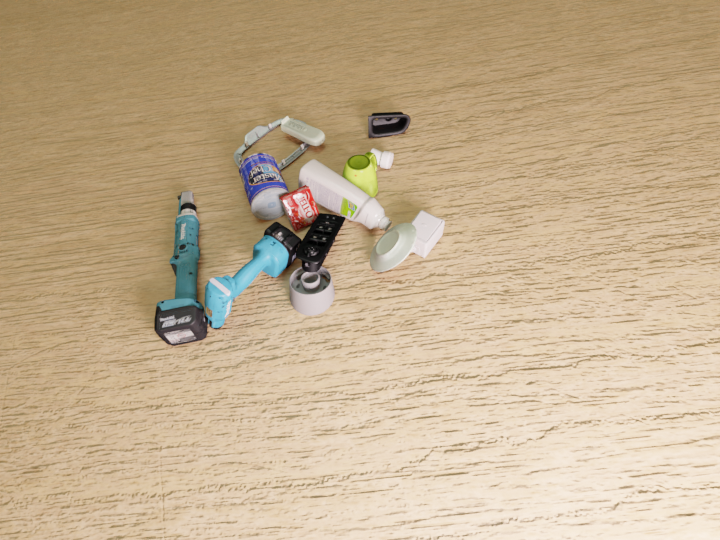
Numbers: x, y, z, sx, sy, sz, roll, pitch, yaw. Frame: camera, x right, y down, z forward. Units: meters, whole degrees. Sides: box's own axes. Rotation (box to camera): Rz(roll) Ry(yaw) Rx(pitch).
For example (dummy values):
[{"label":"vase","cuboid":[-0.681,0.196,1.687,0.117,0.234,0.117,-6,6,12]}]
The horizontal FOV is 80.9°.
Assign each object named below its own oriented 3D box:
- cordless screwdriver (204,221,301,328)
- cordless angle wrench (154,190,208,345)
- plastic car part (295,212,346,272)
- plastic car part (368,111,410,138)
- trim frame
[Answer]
[{"label":"cordless screwdriver","cuboid":[-0.234,0.015,0.901,0.076,0.158,0.246,35,51,7]},{"label":"cordless angle wrench","cuboid":[-0.408,-0.037,0.986,0.098,0.071,0.440,-13,53,-3]},{"label":"plastic car part","cuboid":[-0.092,-0.060,0.942,0.067,0.066,0.204,16,33,5]},{"label":"plastic car part","cuboid":[0.075,-0.420,1.190,0.116,0.063,0.074,-7,42,-2]},{"label":"trim frame","cuboid":[-0.249,-0.361,1.209,0.193,0.026,0.246,33,68,27]}]
